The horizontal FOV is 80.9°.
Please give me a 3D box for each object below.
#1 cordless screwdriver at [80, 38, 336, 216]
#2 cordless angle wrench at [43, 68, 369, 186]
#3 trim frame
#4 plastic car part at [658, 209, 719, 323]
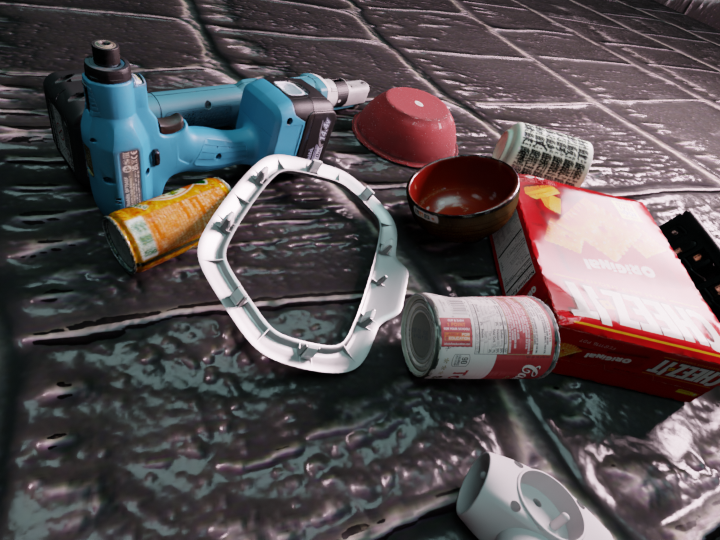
[{"bbox_3d":[-0.136,-0.146,0.413,0.241,0.157,0.078,-26,62,-37],"label":"cordless screwdriver"},{"bbox_3d":[-0.134,-0.201,0.517,0.411,0.097,0.077,-28,64,-39],"label":"cordless angle wrench"},{"bbox_3d":[-0.038,-0.025,0.387,0.181,0.028,0.251,31,42,-10],"label":"trim frame"},{"bbox_3d":[0.379,0.029,0.453,0.065,0.067,0.207,34,39,-21],"label":"plastic car part"}]
